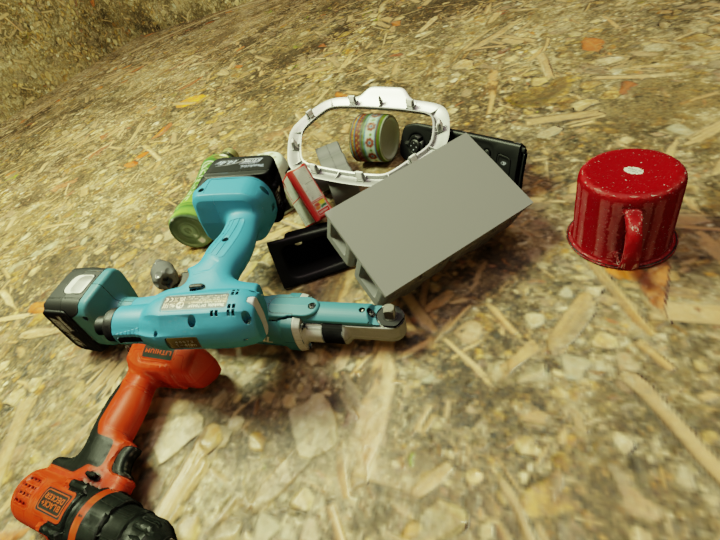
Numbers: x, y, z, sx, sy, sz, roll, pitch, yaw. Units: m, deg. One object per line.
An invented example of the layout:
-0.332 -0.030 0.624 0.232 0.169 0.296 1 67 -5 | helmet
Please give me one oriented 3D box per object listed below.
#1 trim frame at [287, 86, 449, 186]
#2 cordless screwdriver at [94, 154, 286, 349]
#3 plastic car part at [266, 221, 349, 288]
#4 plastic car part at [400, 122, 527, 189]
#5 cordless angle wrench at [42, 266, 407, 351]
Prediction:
0.001 -0.196 0.603 0.261 0.026 0.184 16 64 31 | trim frame
-0.165 -0.026 0.455 0.161 0.071 0.256 -6 45 7 | cordless screwdriver
-0.052 -0.034 0.535 0.117 0.064 0.073 -18 27 0 | plastic car part
0.139 -0.167 0.581 0.066 0.064 0.215 -33 41 -28 | plastic car part
-0.162 0.051 0.476 0.436 0.093 0.075 1 45 19 | cordless angle wrench
